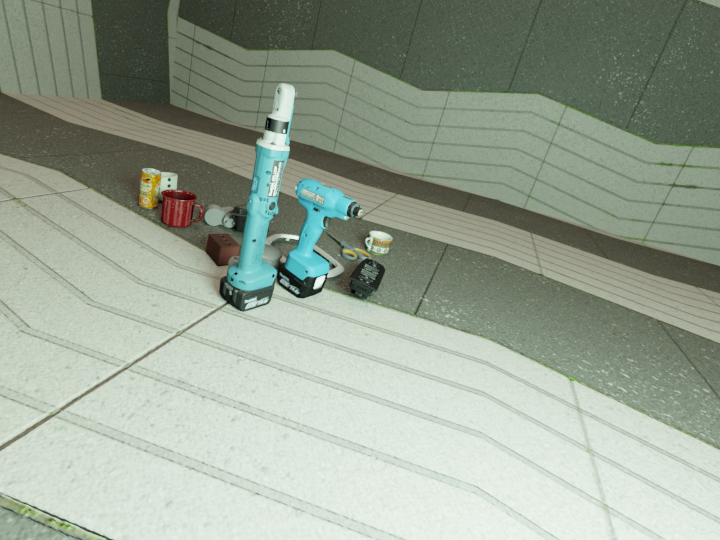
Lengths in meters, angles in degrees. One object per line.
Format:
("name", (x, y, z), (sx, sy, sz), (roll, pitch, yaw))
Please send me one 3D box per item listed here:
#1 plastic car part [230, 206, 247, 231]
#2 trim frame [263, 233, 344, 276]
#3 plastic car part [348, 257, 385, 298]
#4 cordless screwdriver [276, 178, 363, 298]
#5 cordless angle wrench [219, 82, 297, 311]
("plastic car part", (-0.303, -0.130, 1.181), (0.116, 0.070, 0.067), (12, 22, -5))
("trim frame", (-0.153, -0.041, 1.113), (0.176, 0.027, 0.263), (-8, 31, -43))
("plastic car part", (0.017, 0.022, 1.009), (0.067, 0.066, 0.202), (17, 22, 6))
("cordless screwdriver", (-0.088, -0.058, 0.901), (0.167, 0.245, 0.071), (28, 24, 30))
("cordless angle wrench", (-0.181, -0.127, 0.786), (0.078, 0.418, 0.094), (29, 24, 31))
